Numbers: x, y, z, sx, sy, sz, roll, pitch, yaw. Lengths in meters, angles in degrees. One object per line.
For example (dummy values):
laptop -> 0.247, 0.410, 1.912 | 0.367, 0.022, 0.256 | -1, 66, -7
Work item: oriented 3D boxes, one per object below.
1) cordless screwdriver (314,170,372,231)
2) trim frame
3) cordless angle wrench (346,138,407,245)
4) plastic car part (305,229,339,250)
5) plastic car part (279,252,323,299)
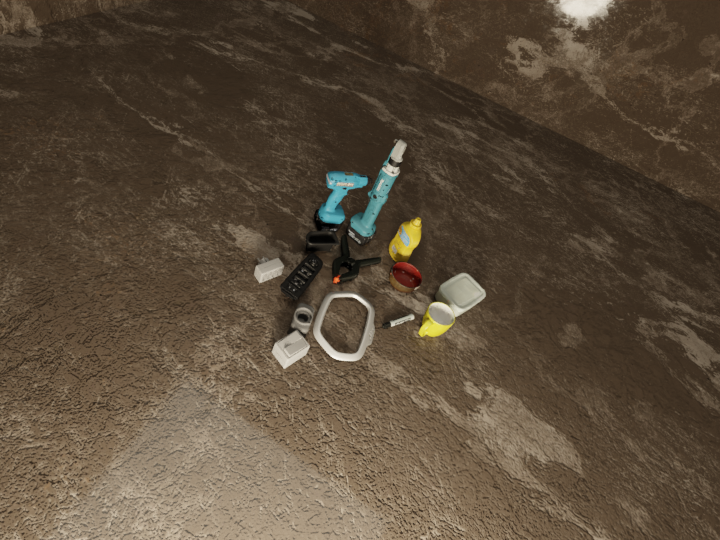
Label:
cordless screwdriver -> -0.066, -0.242, 1.479 | 0.154, 0.246, 0.077 | 0, 52, -23
trim frame -> -0.043, 0.161, 1.277 | 0.184, 0.027, 0.251 | 20, 46, -1
cordless angle wrench -> 0.062, -0.256, 1.416 | 0.101, 0.419, 0.073 | 44, 48, 15
plastic car part -> -0.141, -0.092, 1.440 | 0.113, 0.070, 0.069 | -6, 53, -25
plastic car part -> -0.181, 0.023, 1.326 | 0.067, 0.066, 0.202 | 29, 47, 5
